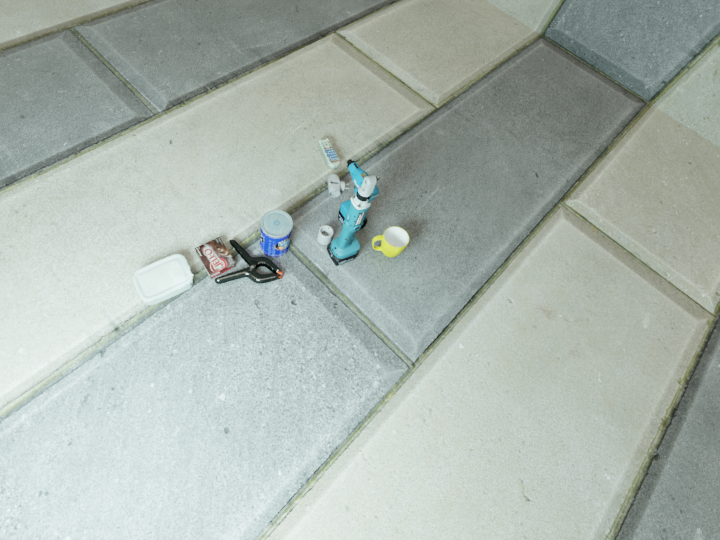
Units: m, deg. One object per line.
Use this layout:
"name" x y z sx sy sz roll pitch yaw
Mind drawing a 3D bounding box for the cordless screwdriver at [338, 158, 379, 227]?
"cordless screwdriver" -0.020 -0.252 1.446 0.073 0.246 0.165 -21 69 -23

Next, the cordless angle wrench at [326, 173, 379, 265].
"cordless angle wrench" -0.020 -0.150 1.287 0.096 0.418 0.077 -20 70 -23
